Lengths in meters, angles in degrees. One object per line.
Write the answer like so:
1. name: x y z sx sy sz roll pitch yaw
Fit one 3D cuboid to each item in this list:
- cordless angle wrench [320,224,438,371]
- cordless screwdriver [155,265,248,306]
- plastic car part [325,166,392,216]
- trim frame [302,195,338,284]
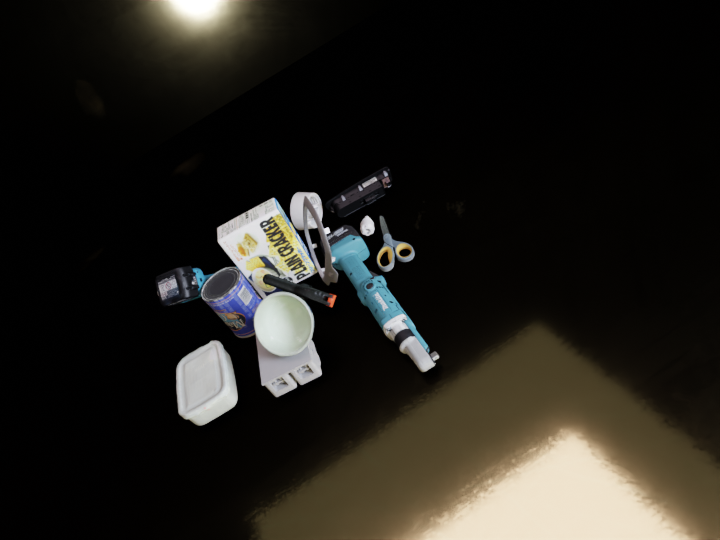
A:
1. cordless angle wrench: 0.029 0.047 0.881 0.098 0.070 0.445 -32 41 -3
2. cordless screwdriver: -0.405 0.036 1.072 0.164 0.075 0.240 -19 -3 27
3. plastic car part: 0.002 -0.207 1.182 0.204 0.063 0.070 -25 64 4
4. trim frame: -0.092 -0.060 0.945 0.027 0.244 0.190 -17 68 -15
